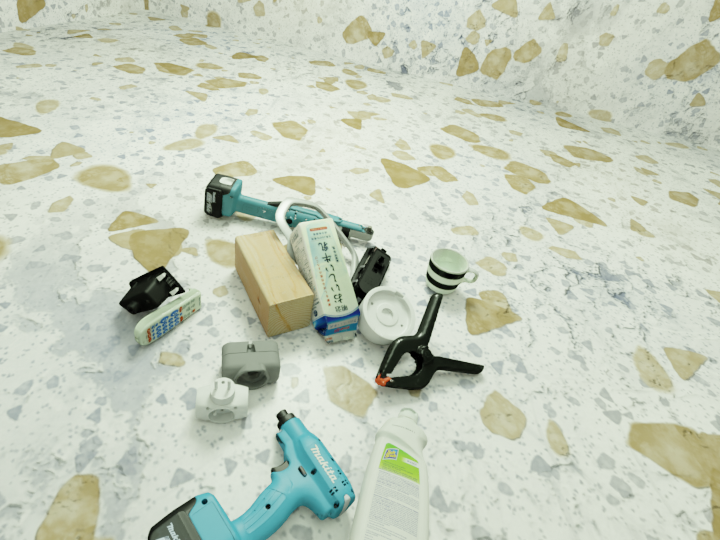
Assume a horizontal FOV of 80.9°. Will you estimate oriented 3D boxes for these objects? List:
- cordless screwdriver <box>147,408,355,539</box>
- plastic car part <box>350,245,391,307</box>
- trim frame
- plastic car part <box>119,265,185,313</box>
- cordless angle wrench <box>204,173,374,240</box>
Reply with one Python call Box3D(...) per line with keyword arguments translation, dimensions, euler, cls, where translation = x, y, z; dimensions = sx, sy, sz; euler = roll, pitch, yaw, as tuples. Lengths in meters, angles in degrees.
Box3D(translation=(-0.144, 0.290, 0.544), dimensions=(0.240, 0.073, 0.168), euler=(-19, 47, -36), cls="cordless screwdriver")
Box3D(translation=(0.026, 0.009, 0.926), dimensions=(0.065, 0.068, 0.203), euler=(39, 44, -9), cls="plastic car part")
Box3D(translation=(-0.091, -0.060, 0.934), dimensions=(0.248, 0.028, 0.181), euler=(52, 36, -2), cls="trim frame")
Box3D(translation=(-0.392, 0.047, 0.770), dimensions=(0.120, 0.063, 0.072), euler=(-18, 30, 27), cls="plastic car part")
Box3D(translation=(-0.174, -0.139, 1.056), dimensions=(0.423, 0.096, 0.076), euler=(15, 38, 0), cls="cordless angle wrench")
